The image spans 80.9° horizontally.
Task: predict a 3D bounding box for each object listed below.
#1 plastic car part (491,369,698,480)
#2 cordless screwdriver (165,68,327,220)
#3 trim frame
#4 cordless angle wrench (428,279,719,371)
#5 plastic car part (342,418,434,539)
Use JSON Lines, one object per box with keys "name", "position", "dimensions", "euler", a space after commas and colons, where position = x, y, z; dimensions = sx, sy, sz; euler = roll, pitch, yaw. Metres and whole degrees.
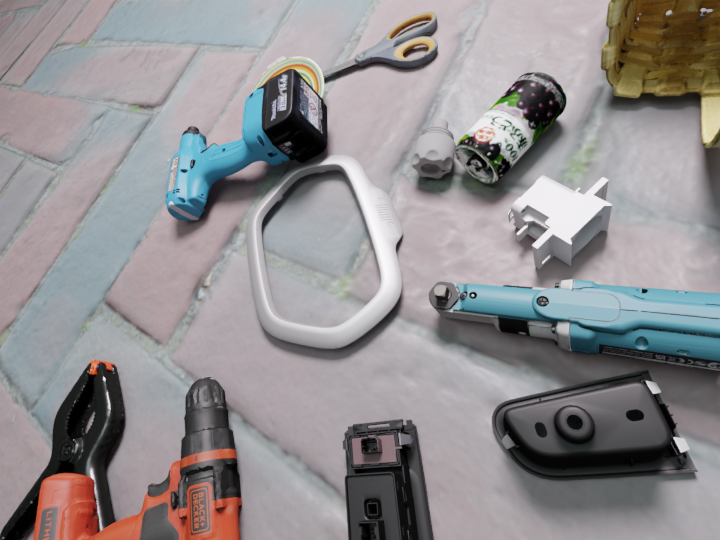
{"name": "plastic car part", "position": [0.152, 0.106, 0.287], "dimensions": [0.119, 0.067, 0.068], "euler": [-15, 59, 15]}
{"name": "cordless screwdriver", "position": [-0.166, -0.180, 0.572], "dimensions": [0.256, 0.070, 0.164], "euler": [-21, 58, 27]}
{"name": "trim frame", "position": [-0.047, -0.031, 0.478], "dimensions": [0.187, 0.026, 0.259], "euler": [-26, 56, 14]}
{"name": "cordless angle wrench", "position": [0.253, 0.042, 0.266], "dimensions": [0.443, 0.092, 0.075], "euler": [5, 68, 32]}
{"name": "plastic car part", "position": [0.021, 0.217, 0.303], "dimensions": [0.067, 0.064, 0.209], "euler": [-12, 63, 11]}
